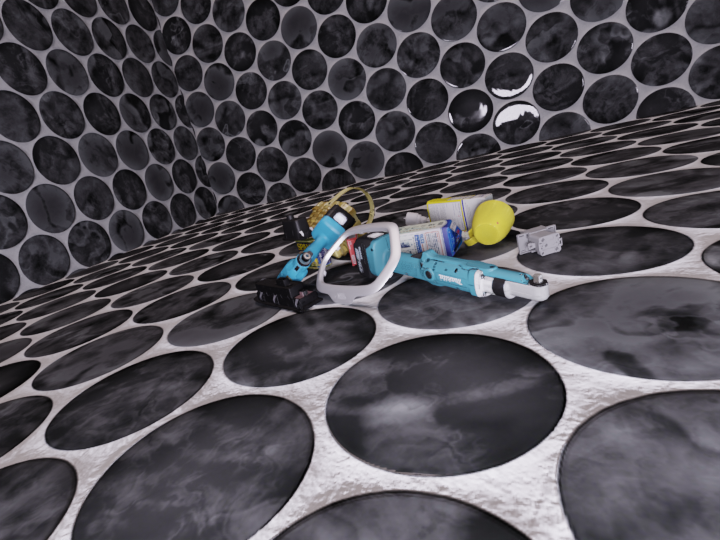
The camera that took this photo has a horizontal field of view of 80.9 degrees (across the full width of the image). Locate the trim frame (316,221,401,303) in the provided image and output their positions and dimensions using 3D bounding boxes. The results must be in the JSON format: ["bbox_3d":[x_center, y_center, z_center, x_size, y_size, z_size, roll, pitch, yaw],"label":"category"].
[{"bbox_3d":[-0.008,-0.018,0.873,0.260,0.026,0.185,0,60,50],"label":"trim frame"}]

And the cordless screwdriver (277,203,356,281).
[{"bbox_3d":[-0.100,-0.065,1.019,0.247,0.074,0.160,-53,5,-35],"label":"cordless screwdriver"}]

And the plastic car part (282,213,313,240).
[{"bbox_3d":[-0.186,-0.124,1.190,0.064,0.069,0.123,-25,22,-37],"label":"plastic car part"}]

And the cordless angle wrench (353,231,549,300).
[{"bbox_3d":[0.145,-0.003,0.797,0.072,0.095,0.445,-23,22,-31],"label":"cordless angle wrench"}]

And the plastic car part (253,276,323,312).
[{"bbox_3d":[-0.179,0.049,0.945,0.213,0.065,0.065,0,28,47],"label":"plastic car part"}]
